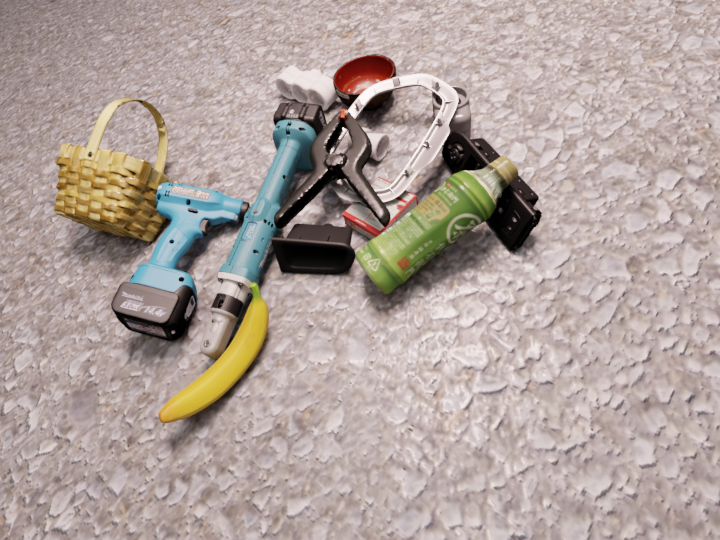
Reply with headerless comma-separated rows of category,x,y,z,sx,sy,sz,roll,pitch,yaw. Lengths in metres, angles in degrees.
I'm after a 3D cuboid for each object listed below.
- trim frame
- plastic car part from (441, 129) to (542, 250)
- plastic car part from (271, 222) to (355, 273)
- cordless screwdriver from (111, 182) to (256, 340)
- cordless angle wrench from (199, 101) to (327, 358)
trim frame,0.041,-0.210,0.650,0.193,0.026,0.248,27,77,29
plastic car part,0.184,-0.127,0.587,0.066,0.064,0.213,-19,55,-15
plastic car part,-0.060,-0.039,0.611,0.119,0.063,0.072,1,45,13
cordless screwdriver,-0.259,-0.022,0.642,0.158,0.073,0.254,9,59,-4
cordless angle wrench,-0.146,-0.075,0.640,0.077,0.094,0.428,9,65,16
